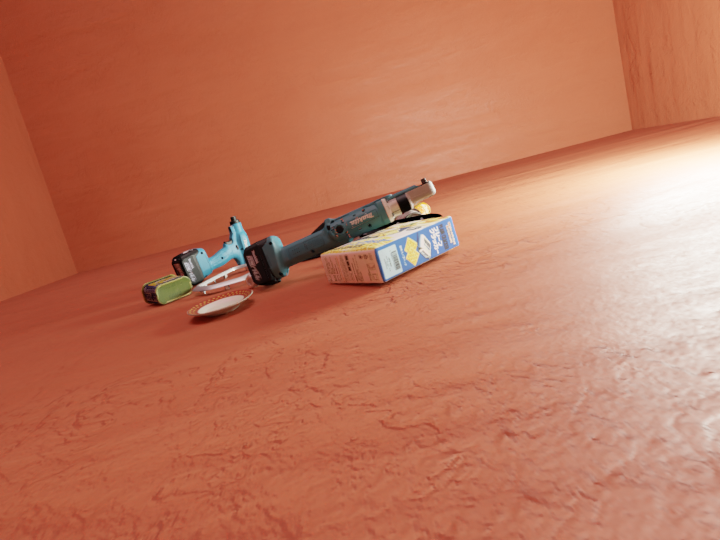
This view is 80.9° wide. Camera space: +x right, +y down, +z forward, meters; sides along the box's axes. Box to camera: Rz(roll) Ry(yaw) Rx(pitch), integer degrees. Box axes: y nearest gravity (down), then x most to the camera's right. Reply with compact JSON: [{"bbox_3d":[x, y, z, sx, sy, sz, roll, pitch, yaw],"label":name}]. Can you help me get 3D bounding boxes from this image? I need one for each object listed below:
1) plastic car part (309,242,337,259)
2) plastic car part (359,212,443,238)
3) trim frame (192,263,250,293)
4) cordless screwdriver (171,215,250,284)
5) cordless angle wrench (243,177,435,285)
[{"bbox_3d":[-0.113,-0.074,1.155,0.117,0.070,0.067,-17,12,2],"label":"plastic car part"},{"bbox_3d":[0.099,-0.084,0.978,0.205,0.064,0.068,-13,20,8],"label":"plastic car part"},{"bbox_3d":[-0.336,0.015,1.129,0.189,0.027,0.246,-9,16,20],"label":"trim frame"},{"bbox_3d":[-0.443,-0.061,1.277,0.078,0.157,0.241,-5,17,45],"label":"cordless screwdriver"},{"bbox_3d":[-0.042,-0.086,0.899,0.427,0.099,0.073,-23,-6,9],"label":"cordless angle wrench"}]
